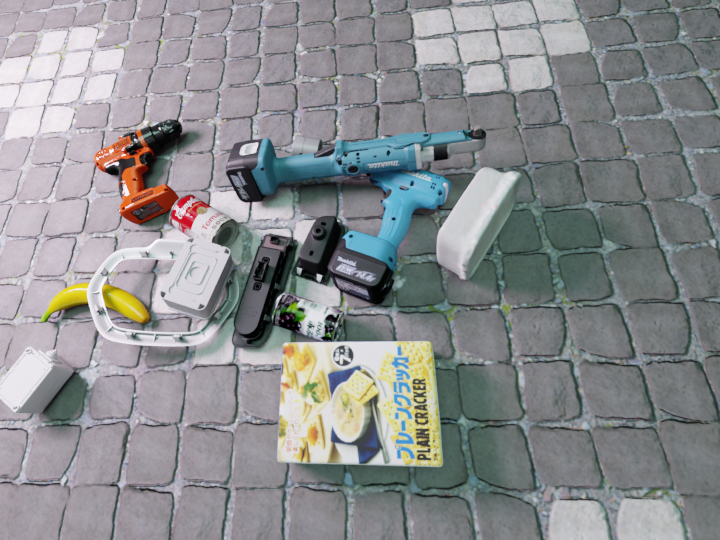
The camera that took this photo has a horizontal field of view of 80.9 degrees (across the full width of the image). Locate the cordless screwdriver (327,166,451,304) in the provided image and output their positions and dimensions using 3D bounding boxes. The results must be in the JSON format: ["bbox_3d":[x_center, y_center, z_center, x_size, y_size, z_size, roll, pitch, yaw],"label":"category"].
[{"bbox_3d":[0.026,-0.079,0.702,0.166,0.071,0.249,24,69,23],"label":"cordless screwdriver"}]

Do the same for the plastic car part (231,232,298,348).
[{"bbox_3d":[-0.159,0.028,0.690,0.067,0.066,0.205,12,72,2],"label":"plastic car part"}]

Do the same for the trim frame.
[{"bbox_3d":[-0.328,0.033,0.705,0.248,0.027,0.189,3,62,-1],"label":"trim frame"}]

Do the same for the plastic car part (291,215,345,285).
[{"bbox_3d":[-0.068,-0.045,0.700,0.067,0.069,0.117,17,74,10],"label":"plastic car part"}]

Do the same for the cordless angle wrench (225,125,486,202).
[{"bbox_3d":[-0.014,-0.189,0.711,0.432,0.093,0.076,-4,51,13],"label":"cordless angle wrench"}]
